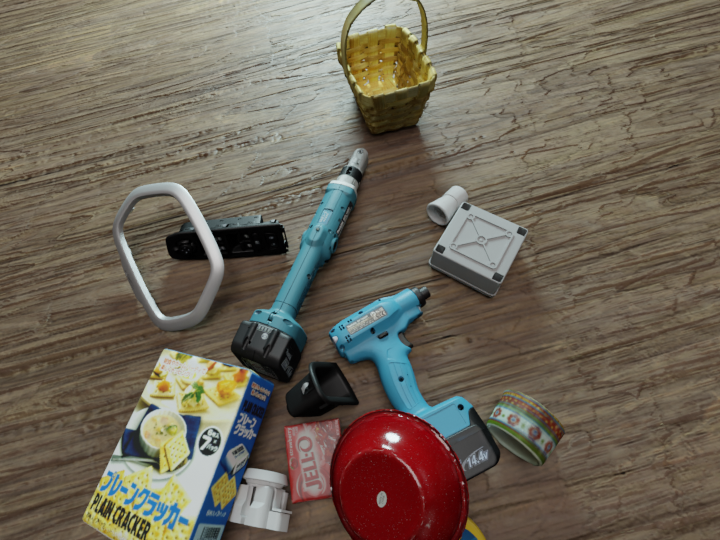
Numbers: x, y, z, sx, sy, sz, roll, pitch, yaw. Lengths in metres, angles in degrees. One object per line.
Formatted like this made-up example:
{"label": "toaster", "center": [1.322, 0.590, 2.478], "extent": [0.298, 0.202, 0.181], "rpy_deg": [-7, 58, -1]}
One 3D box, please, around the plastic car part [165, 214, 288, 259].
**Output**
{"label": "plastic car part", "center": [-0.225, -0.060, 0.707], "extent": [0.203, 0.064, 0.069], "rpy_deg": [-8, 52, 1]}

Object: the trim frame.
{"label": "trim frame", "center": [-0.310, -0.025, 0.670], "extent": [0.186, 0.027, 0.253], "rpy_deg": [-35, 79, 14]}

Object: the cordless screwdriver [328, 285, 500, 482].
{"label": "cordless screwdriver", "center": [0.083, 0.142, 0.560], "extent": [0.158, 0.071, 0.261], "rpy_deg": [-30, 60, -9]}

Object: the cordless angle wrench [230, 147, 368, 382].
{"label": "cordless angle wrench", "center": [-0.065, -0.043, 0.668], "extent": [0.076, 0.094, 0.426], "rpy_deg": [15, 61, 14]}

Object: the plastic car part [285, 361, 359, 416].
{"label": "plastic car part", "center": [-0.060, 0.162, 0.549], "extent": [0.071, 0.111, 0.069], "rpy_deg": [-40, 66, 9]}
